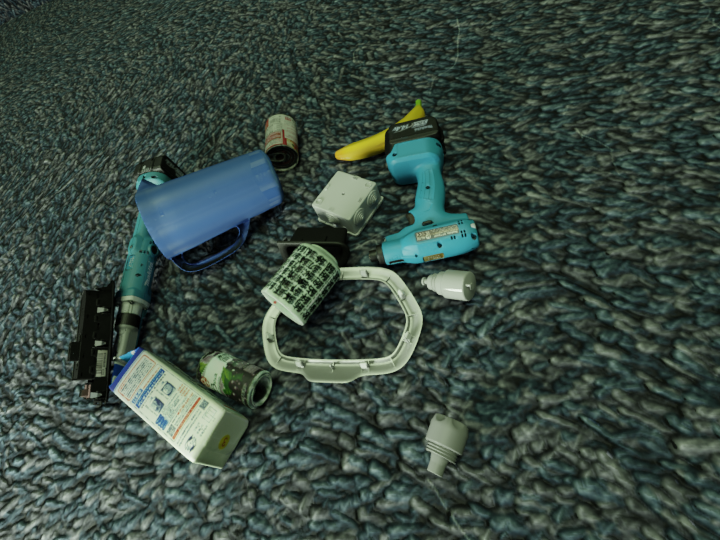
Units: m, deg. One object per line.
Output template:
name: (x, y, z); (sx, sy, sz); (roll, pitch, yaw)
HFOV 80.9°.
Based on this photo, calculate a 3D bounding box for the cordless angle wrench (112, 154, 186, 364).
cordless angle wrench: (-0.415, -0.034, 0.811); (0.076, 0.093, 0.436); (-14, 58, 16)

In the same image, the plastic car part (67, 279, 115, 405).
plastic car part: (-0.445, 0.116, 0.702); (0.068, 0.064, 0.207); (-25, 61, 50)

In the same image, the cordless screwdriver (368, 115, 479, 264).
cordless screwdriver: (0.080, -0.125, 0.680); (0.162, 0.071, 0.257); (-14, 59, 13)

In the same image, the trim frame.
trim frame: (-0.035, 0.075, 0.626); (0.256, 0.026, 0.188); (-3, 59, 18)

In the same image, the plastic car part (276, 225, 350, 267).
plastic car part: (-0.068, -0.045, 0.700); (0.119, 0.063, 0.072); (-3, 44, 16)
